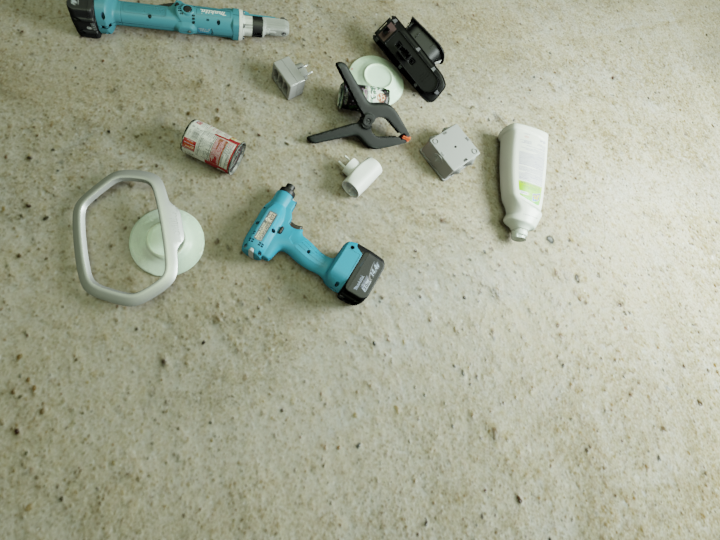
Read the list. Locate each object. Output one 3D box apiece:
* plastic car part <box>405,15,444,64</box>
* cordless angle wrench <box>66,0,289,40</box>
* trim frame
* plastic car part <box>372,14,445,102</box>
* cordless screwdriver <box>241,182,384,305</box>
[{"bbox_3d":[0.130,-0.503,0.967,0.071,0.066,0.117,-42,90,-5],"label":"plastic car part"},{"bbox_3d":[-0.355,-0.517,0.866,0.413,0.075,0.100,-1,76,-14],"label":"cordless angle wrench"},{"bbox_3d":[-0.400,-0.060,0.728,0.183,0.027,0.254,-15,74,-3],"label":"trim frame"},{"bbox_3d":[0.112,-0.463,0.928,0.067,0.067,0.200,-39,97,16],"label":"plastic car part"},{"bbox_3d":[-0.077,-0.050,0.783,0.249,0.074,0.160,27,71,1],"label":"cordless screwdriver"}]
